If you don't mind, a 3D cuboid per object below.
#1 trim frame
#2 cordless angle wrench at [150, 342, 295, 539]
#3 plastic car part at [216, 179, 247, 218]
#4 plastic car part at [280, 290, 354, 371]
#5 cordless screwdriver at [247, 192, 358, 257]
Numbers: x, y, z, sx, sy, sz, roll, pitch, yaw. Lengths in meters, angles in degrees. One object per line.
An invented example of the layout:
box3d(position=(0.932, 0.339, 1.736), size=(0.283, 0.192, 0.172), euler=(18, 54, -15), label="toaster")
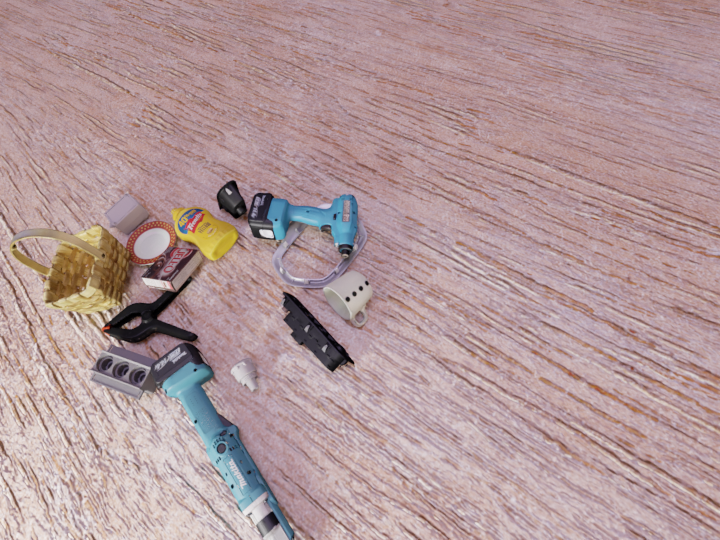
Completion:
box3d(position=(-0.097, -0.064, 0.993), size=(0.192, 0.026, 0.247), euler=(30, 69, 24), label="trim frame")
box3d(position=(-0.241, 0.320, 0.762), size=(0.097, 0.072, 0.442), euler=(-37, 63, -14), label="cordless angle wrench")
box3d(position=(-0.310, -0.166, 1.046), size=(0.065, 0.117, 0.071), euler=(-39, 88, -16), label="plastic car part")
box3d(position=(-0.098, 0.129, 0.857), size=(0.212, 0.063, 0.067), euler=(38, 80, 26), label="plastic car part")
box3d(position=(-0.131, -0.103, 0.972), size=(0.251, 0.072, 0.163), euler=(1, 59, 4), label="cordless screwdriver")
